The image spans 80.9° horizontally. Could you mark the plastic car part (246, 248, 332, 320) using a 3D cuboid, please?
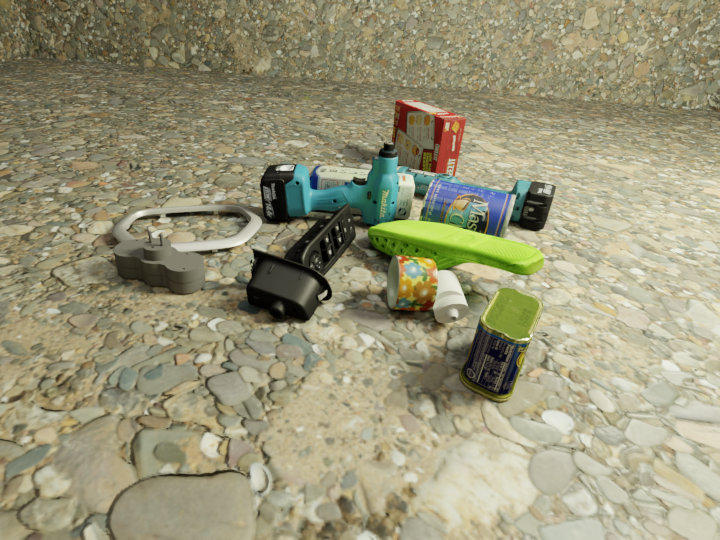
[{"bbox_3d":[-0.103,0.029,0.557,0.120,0.064,0.071,18,48,16],"label":"plastic car part"}]

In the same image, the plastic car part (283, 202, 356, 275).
[{"bbox_3d":[-0.065,-0.043,0.669,0.069,0.064,0.203,3,30,15],"label":"plastic car part"}]

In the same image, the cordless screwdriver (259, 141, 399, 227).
[{"bbox_3d":[-0.055,-0.160,0.773,0.250,0.155,0.076,4,30,2],"label":"cordless screwdriver"}]

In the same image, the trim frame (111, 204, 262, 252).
[{"bbox_3d":[-0.295,-0.076,0.733,0.243,0.027,0.193,-8,34,-16],"label":"trim frame"}]

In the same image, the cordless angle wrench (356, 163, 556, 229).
[{"bbox_3d":[0.183,-0.184,0.926,0.442,0.072,0.096,17,33,25],"label":"cordless angle wrench"}]
